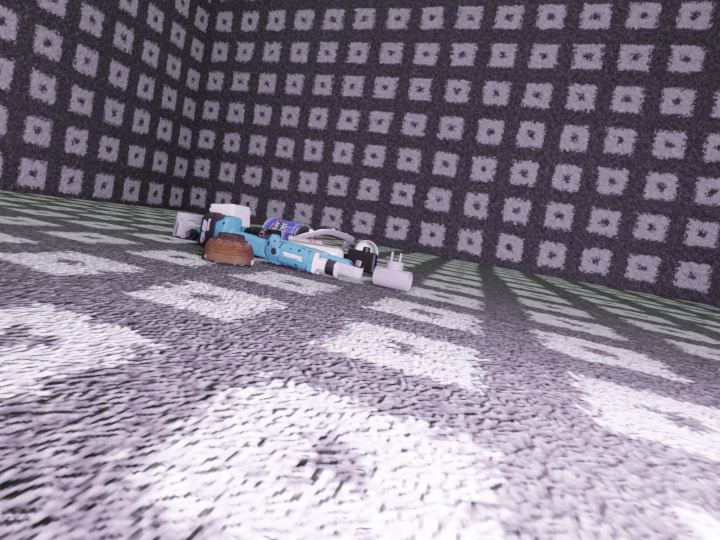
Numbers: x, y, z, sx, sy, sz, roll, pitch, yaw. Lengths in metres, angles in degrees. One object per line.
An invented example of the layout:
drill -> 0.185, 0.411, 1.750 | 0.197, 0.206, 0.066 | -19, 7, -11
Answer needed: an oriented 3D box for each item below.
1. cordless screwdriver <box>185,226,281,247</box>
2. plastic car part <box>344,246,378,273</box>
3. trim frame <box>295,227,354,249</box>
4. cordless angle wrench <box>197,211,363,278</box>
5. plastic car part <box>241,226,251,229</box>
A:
cordless screwdriver -> -0.349, -0.088, 1.163 | 0.261, 0.074, 0.152 | 9, 5, 34
plastic car part -> 0.006, -0.033, 1.191 | 0.122, 0.071, 0.063 | 10, 5, 35
trim frame -> -0.126, -0.082, 1.286 | 0.189, 0.028, 0.236 | -22, -16, 27
cordless angle wrench -> -0.192, -0.048, 0.995 | 0.440, 0.097, 0.072 | 16, 6, 23
plastic car part -> -0.377, -0.123, 1.321 | 0.197, 0.067, 0.068 | 23, 2, -17
